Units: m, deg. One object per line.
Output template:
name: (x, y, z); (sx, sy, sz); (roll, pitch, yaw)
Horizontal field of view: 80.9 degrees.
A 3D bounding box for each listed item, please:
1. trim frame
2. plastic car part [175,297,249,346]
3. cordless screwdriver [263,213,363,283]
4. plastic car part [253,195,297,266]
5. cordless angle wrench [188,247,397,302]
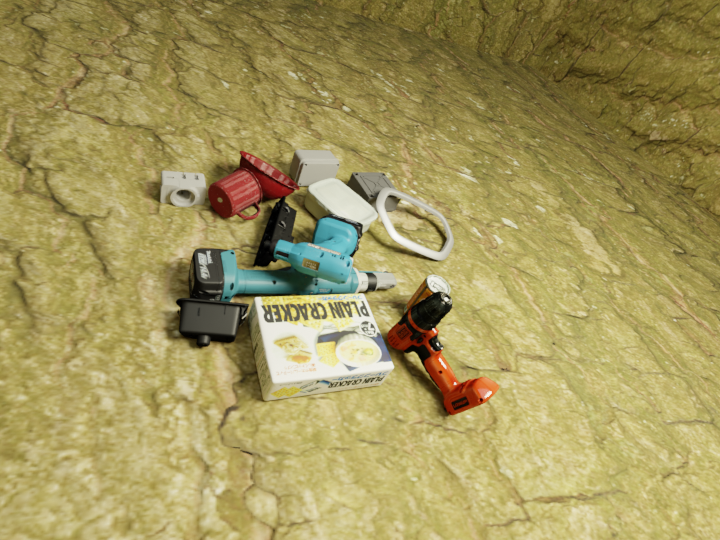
trim frame: (0.139, -0.119, 1.057); (0.239, 0.028, 0.189); (19, 54, -22)
plastic car part: (-0.246, 0.089, 0.693); (0.113, 0.066, 0.073); (5, 60, -16)
cordless screwdriver: (-0.081, -0.053, 0.833); (0.161, 0.073, 0.249); (16, 20, 4)
plastic car part: (-0.172, -0.086, 0.901); (0.065, 0.066, 0.209); (21, 40, -21)
cordless angle wrench: (-0.108, 0.019, 0.817); (0.407, 0.074, 0.102); (2, 45, -26)
